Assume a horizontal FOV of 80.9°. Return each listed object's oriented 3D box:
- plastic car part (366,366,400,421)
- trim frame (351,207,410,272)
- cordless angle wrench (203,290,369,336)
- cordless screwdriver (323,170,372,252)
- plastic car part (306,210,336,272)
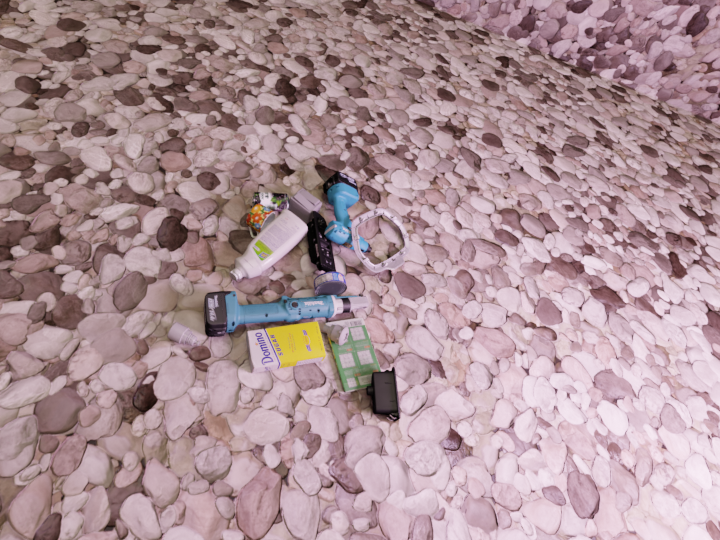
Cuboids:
[{"bbox_3d":[0.050,0.287,0.984,0.070,0.065,0.120,-2,61,-7],"label":"plastic car part"},{"bbox_3d":[0.065,-0.090,1.238,0.241,0.028,0.185,-29,89,-46],"label":"trim frame"},{"bbox_3d":[-0.173,0.096,1.062,0.410,0.074,0.102,-3,58,-20],"label":"cordless angle wrench"},{"bbox_3d":[-0.037,-0.171,1.274,0.151,0.076,0.257,24,46,-34],"label":"cordless screwdriver"},{"bbox_3d":[-0.117,-0.077,1.199,0.063,0.068,0.210,23,46,-39],"label":"plastic car part"}]
